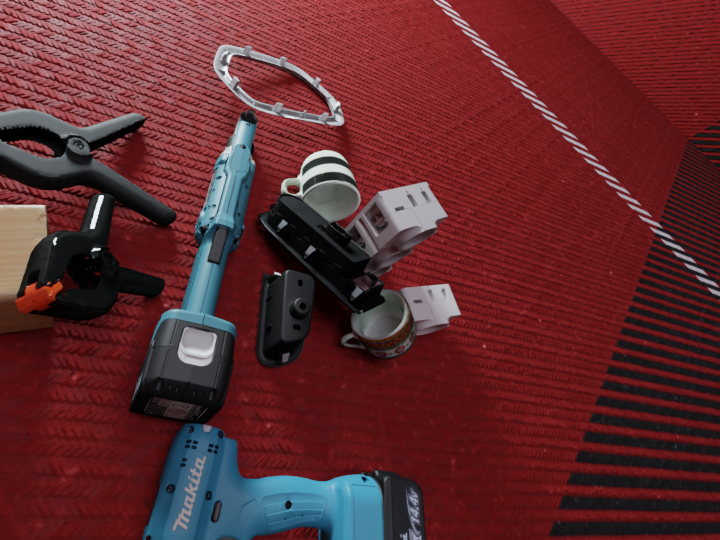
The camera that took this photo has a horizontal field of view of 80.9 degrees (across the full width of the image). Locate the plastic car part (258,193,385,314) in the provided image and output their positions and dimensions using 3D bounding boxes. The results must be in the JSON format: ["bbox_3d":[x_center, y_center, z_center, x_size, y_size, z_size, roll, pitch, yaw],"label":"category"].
[{"bbox_3d":[-0.052,-0.034,0.529,0.213,0.066,0.064,37,37,27],"label":"plastic car part"}]

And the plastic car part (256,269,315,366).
[{"bbox_3d":[-0.081,0.048,0.494,0.064,0.071,0.120,16,52,-22],"label":"plastic car part"}]

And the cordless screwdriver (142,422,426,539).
[{"bbox_3d":[-0.065,0.245,0.378,0.242,0.075,0.163,18,54,-15],"label":"cordless screwdriver"}]

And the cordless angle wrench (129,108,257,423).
[{"bbox_3d":[-0.167,-0.051,0.503,0.072,0.099,0.435,18,50,-23],"label":"cordless angle wrench"}]

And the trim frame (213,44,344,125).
[{"bbox_3d":[-0.124,-0.299,0.689,0.237,0.028,0.191,-6,57,-47],"label":"trim frame"}]
